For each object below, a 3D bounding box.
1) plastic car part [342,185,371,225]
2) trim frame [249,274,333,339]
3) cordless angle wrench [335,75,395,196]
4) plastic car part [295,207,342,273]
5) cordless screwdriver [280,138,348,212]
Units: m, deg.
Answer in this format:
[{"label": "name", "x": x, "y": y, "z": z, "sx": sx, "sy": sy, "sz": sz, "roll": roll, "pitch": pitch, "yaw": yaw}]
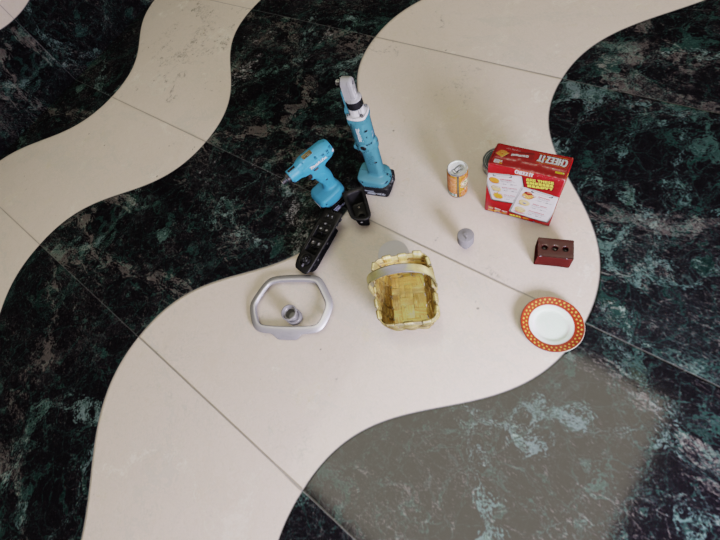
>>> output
[{"label": "plastic car part", "x": -0.003, "y": -0.173, "z": 1.216, "sx": 0.066, "sy": 0.068, "sz": 0.121, "roll": -19, "pitch": 61, "yaw": 6}, {"label": "trim frame", "x": -0.194, "y": 0.098, "z": 1.169, "sx": 0.255, "sy": 0.026, "sz": 0.188, "roll": -3, "pitch": 64, "yaw": 16}, {"label": "cordless angle wrench", "x": 0.013, "y": -0.336, "z": 1.096, "sx": 0.101, "sy": 0.404, "sz": 0.075, "roll": 12, "pitch": 70, "yaw": 19}, {"label": "plastic car part", "x": -0.118, "y": -0.077, "z": 1.209, "sx": 0.069, "sy": 0.064, "sz": 0.203, "roll": 23, "pitch": 74, "yaw": 24}, {"label": "cordless screwdriver", "x": -0.123, "y": -0.242, "z": 1.190, "sx": 0.159, "sy": 0.238, "sz": 0.078, "roll": -39, "pitch": 63, "yaw": -5}]
